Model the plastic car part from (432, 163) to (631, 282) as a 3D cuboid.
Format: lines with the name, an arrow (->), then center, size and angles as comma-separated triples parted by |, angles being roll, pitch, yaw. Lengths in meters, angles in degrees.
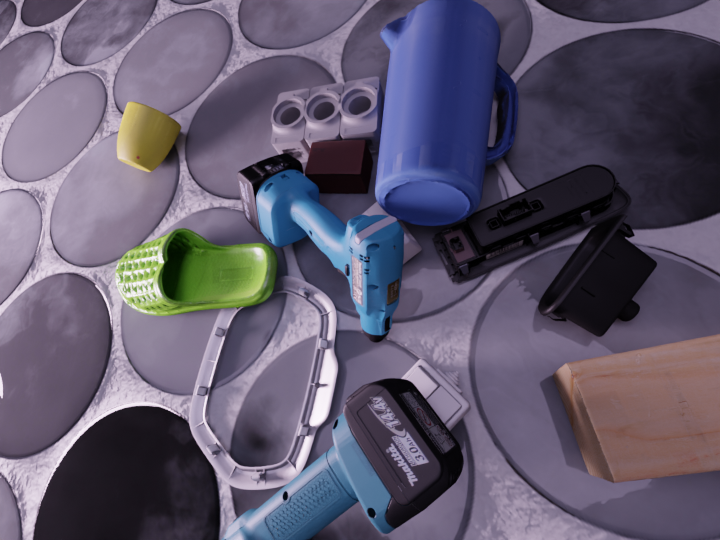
plastic car part -> 0.182, -0.061, 0.459 | 0.205, 0.064, 0.069 | -22, 57, 7

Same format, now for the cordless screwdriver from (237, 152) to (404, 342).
cordless screwdriver -> -0.049, -0.032, 0.501 | 0.073, 0.154, 0.263 | -28, 46, -28

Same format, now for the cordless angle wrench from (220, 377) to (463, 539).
cordless angle wrench -> -0.098, 0.261, 0.389 | 0.425, 0.071, 0.102 | -43, 63, 12

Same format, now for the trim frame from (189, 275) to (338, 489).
trim frame -> -0.116, 0.124, 0.507 | 0.191, 0.026, 0.251 | 6, 70, 21

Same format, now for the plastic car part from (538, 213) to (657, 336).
plastic car part -> 0.236, 0.015, 0.412 | 0.073, 0.064, 0.116 | 34, 86, 12
